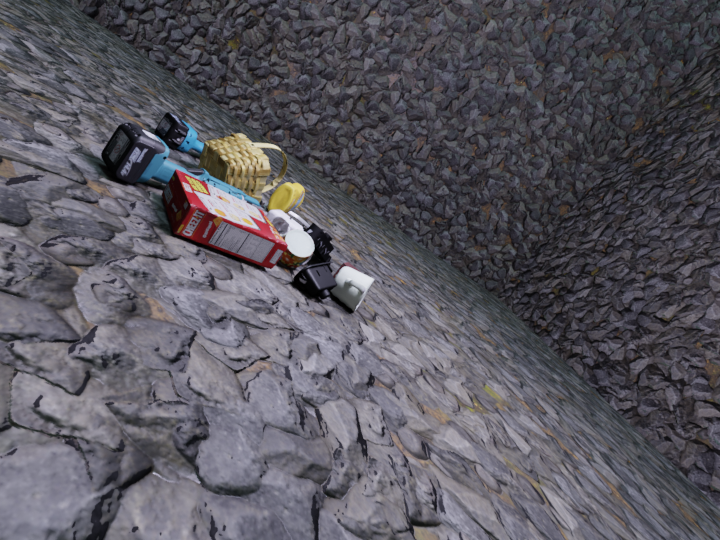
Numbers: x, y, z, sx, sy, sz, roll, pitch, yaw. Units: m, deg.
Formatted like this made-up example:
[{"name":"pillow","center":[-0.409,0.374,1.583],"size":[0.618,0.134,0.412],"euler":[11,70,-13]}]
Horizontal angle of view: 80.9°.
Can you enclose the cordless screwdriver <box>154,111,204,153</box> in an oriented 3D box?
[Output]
[{"name":"cordless screwdriver","center":[-0.496,-0.385,1.282],"size":[0.235,0.074,0.168],"euler":[26,15,-51]}]

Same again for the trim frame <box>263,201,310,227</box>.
[{"name":"trim frame","center":[-0.213,-0.144,1.247],"size":[0.185,0.027,0.248],"euler":[35,11,-1]}]

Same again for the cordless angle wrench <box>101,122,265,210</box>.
[{"name":"cordless angle wrench","center":[-0.349,-0.187,0.934],"size":[0.078,0.098,0.403],"euler":[43,10,25]}]

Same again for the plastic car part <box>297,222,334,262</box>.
[{"name":"plastic car part","center":[-0.103,-0.067,1.055],"size":[0.068,0.067,0.196],"euler":[50,0,16]}]

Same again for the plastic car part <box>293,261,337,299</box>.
[{"name":"plastic car part","center":[-0.089,0.027,0.892],"size":[0.072,0.067,0.113],"euler":[53,19,8]}]
